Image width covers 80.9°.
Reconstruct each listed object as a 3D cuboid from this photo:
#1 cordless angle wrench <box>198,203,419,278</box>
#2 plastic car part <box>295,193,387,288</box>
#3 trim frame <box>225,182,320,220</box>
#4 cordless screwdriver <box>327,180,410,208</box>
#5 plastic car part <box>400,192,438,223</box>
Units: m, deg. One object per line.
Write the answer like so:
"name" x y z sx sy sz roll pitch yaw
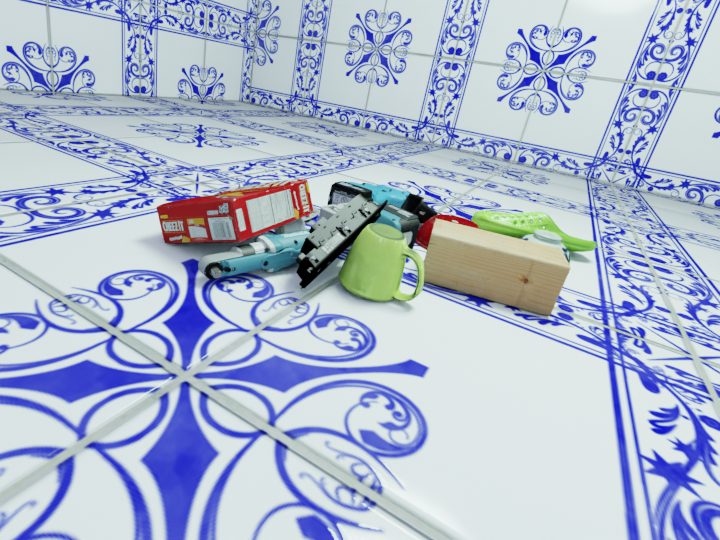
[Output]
"cordless angle wrench" -0.069 -0.045 0.710 0.407 0.073 0.104 -15 35 -40
"plastic car part" -0.034 -0.058 0.653 0.069 0.065 0.199 40 55 14
"trim frame" -0.202 -0.158 0.959 0.177 0.027 0.263 -11 33 -37
"cordless screwdriver" 0.007 -0.182 1.039 0.167 0.073 0.239 24 23 29
"plastic car part" 0.141 -0.135 0.985 0.069 0.066 0.120 28 7 -16
